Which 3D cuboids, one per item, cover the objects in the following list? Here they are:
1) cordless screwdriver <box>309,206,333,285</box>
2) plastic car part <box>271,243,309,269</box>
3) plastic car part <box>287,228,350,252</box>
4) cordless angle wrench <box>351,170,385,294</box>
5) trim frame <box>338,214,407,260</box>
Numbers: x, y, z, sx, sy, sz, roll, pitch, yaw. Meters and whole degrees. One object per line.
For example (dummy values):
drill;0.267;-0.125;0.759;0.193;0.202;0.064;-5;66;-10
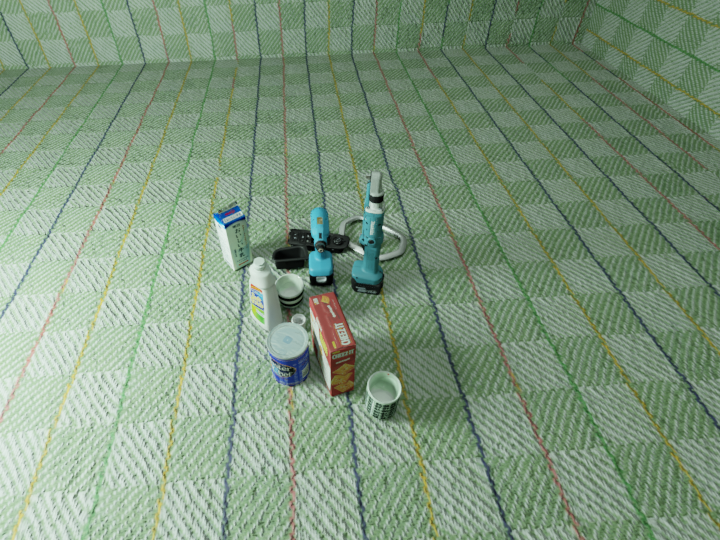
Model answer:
cordless screwdriver;-0.117;-0.045;1.243;0.074;0.241;0.165;-2;46;-5
plastic car part;-0.225;-0.033;1.353;0.115;0.069;0.069;-10;47;-9
plastic car part;-0.138;-0.090;1.408;0.204;0.065;0.068;3;46;4
cordless angle wrench;0.031;-0.096;1.171;0.099;0.410;0.076;10;46;6
trim frame;0.039;-0.115;1.454;0.260;0.026;0.182;26;52;24
